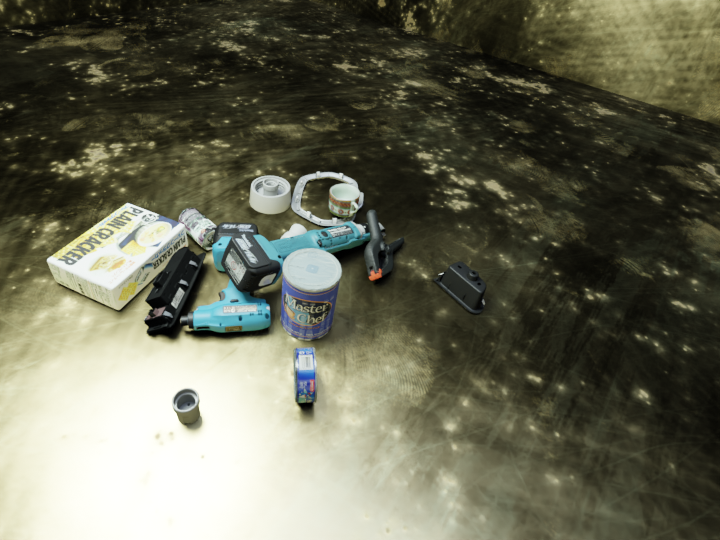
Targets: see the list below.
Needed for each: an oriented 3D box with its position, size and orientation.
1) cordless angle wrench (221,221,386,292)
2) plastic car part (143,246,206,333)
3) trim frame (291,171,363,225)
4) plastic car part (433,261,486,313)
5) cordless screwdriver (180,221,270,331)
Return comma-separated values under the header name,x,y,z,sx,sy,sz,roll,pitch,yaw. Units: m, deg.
name,x,y,z,sx,sy,sz,roll,pitch,yaw
cordless angle wrench,-0.087,-0.057,0.892,0.407,0.074,0.102,-19,62,-45
plastic car part,-0.361,0.024,0.813,0.068,0.064,0.207,-24,32,23
trim frame,-0.085,-0.198,1.122,0.184,0.027,0.254,8,41,-1
plastic car part,0.222,0.025,0.889,0.064,0.069,0.123,-21,47,-28
cordless screwdriver,-0.267,0.013,0.839,0.156,0.073,0.259,-4,47,-13
